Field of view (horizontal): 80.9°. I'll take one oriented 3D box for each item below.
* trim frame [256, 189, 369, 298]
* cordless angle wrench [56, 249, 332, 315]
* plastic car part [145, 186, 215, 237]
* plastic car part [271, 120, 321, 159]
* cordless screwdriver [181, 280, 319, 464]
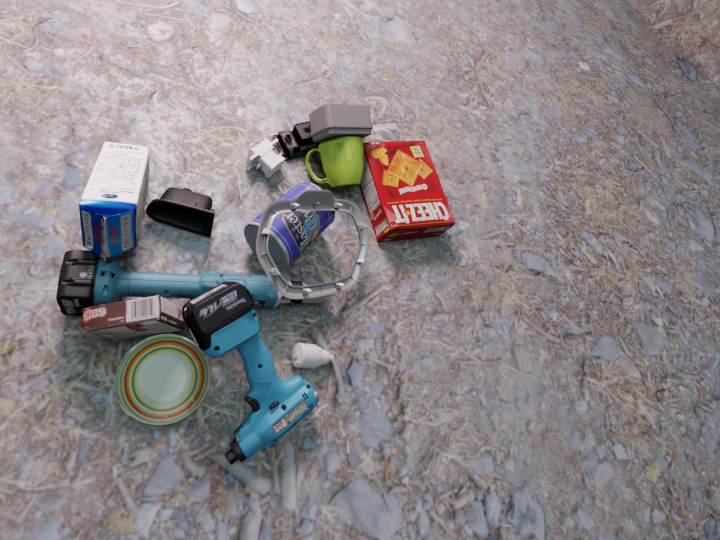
[{"bbox_3d":[-0.072,-0.047,0.732,0.238,0.029,0.184,-6,90,-39],"label":"trim frame"},{"bbox_3d":[-0.243,0.031,0.689,0.408,0.098,0.076,4,63,-22],"label":"cordless angle wrench"},{"bbox_3d":[-0.313,-0.116,0.756,0.115,0.065,0.072,18,46,-9],"label":"plastic car part"},{"bbox_3d":[-0.088,-0.303,0.925,0.197,0.067,0.068,-21,69,-30],"label":"plastic car part"},{"bbox_3d":[-0.181,0.149,0.625,0.157,0.077,0.244,-35,103,-24],"label":"cordless screwdriver"}]
